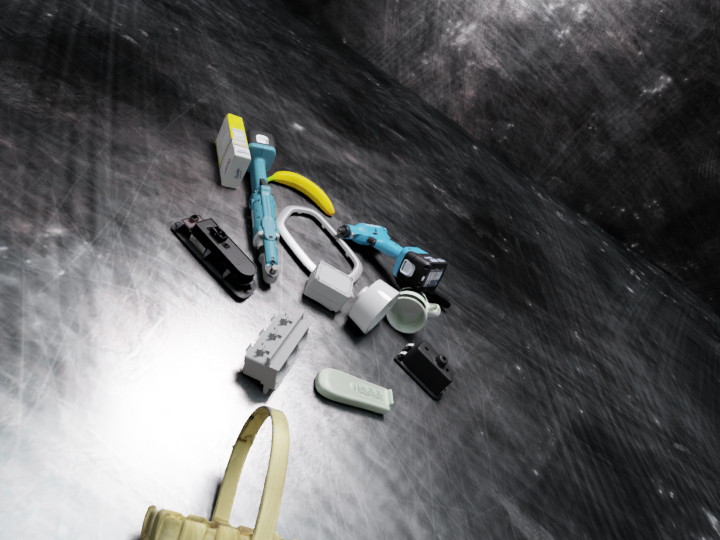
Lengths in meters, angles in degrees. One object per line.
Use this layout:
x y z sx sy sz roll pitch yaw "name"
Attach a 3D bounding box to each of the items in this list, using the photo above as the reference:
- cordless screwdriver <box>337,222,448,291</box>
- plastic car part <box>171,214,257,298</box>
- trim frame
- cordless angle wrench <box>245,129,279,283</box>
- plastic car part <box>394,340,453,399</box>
0.066 -0.044 0.990 0.151 0.074 0.263 4 25 -44 "cordless screwdriver"
-0.259 -0.038 0.787 0.208 0.067 0.064 47 29 12 "plastic car part"
-0.096 -0.063 0.980 0.258 0.027 0.177 47 38 20 "trim frame"
-0.217 -0.148 0.934 0.071 0.098 0.440 6 48 -26 "cordless angle wrench"
0.138 0.187 0.839 0.120 0.071 0.064 43 36 15 "plastic car part"
